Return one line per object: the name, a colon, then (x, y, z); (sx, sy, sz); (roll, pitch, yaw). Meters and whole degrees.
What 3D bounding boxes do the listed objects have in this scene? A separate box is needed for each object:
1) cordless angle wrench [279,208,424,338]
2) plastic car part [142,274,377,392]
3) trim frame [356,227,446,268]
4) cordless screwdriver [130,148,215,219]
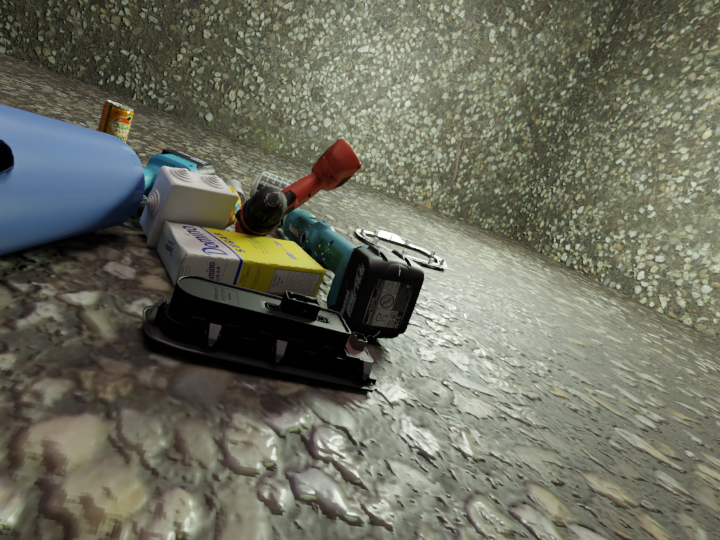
cordless angle wrench: (-0.062, -0.041, 0.634); (0.071, 0.097, 0.444); (10, 15, -29)
plastic car part: (-0.075, 0.049, 0.353); (0.196, 0.066, 0.069); (13, 23, -19)
trim frame: (0.103, -0.058, 1.036); (0.240, 0.027, 0.192); (13, 16, -21)
cordless screwdriver: (-0.309, -0.128, 0.639); (0.163, 0.074, 0.245); (24, 19, 10)
